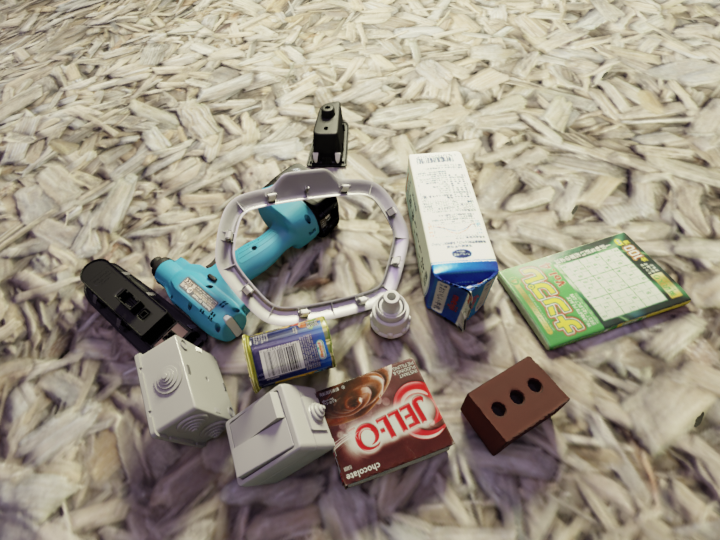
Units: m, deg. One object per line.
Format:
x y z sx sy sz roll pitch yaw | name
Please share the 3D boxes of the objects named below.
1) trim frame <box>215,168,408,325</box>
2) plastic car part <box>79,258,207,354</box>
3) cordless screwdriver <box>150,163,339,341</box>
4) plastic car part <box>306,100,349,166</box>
-0.050 -0.033 0.514 0.243 0.028 0.186 -10 80 -17 | trim frame
-0.289 0.045 0.531 0.213 0.064 0.066 29 69 27 | plastic car part
-0.152 -0.042 0.568 0.166 0.071 0.247 31 67 24 | cordless screwdriver
-0.052 -0.233 0.694 0.067 0.068 0.119 2 58 5 | plastic car part
